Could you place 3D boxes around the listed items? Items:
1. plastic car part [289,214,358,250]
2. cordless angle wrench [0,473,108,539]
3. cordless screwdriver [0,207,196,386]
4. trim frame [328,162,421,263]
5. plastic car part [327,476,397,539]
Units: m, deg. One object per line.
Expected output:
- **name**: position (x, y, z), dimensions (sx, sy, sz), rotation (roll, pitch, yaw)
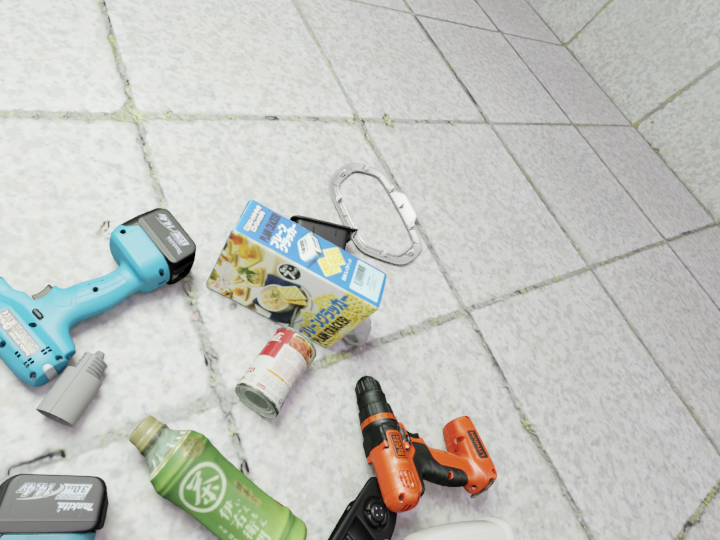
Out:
- **plastic car part**: position (-0.071, -0.047, 0.731), dimensions (0.113, 0.067, 0.072), rotation (10, 71, -20)
- **cordless angle wrench**: position (-0.290, 0.392, 0.312), dimensions (0.094, 0.075, 0.435), rotation (12, 57, -23)
- **cordless screwdriver**: position (-0.345, 0.004, 0.537), dimensions (0.160, 0.075, 0.245), rotation (44, 54, 3)
- **trim frame**: position (0.034, -0.123, 0.855), dimensions (0.177, 0.028, 0.257), rotation (-10, 63, -34)
- **plastic car part**: position (-0.020, 0.340, 0.489), dimensions (0.067, 0.067, 0.200), rotation (40, 45, 7)
